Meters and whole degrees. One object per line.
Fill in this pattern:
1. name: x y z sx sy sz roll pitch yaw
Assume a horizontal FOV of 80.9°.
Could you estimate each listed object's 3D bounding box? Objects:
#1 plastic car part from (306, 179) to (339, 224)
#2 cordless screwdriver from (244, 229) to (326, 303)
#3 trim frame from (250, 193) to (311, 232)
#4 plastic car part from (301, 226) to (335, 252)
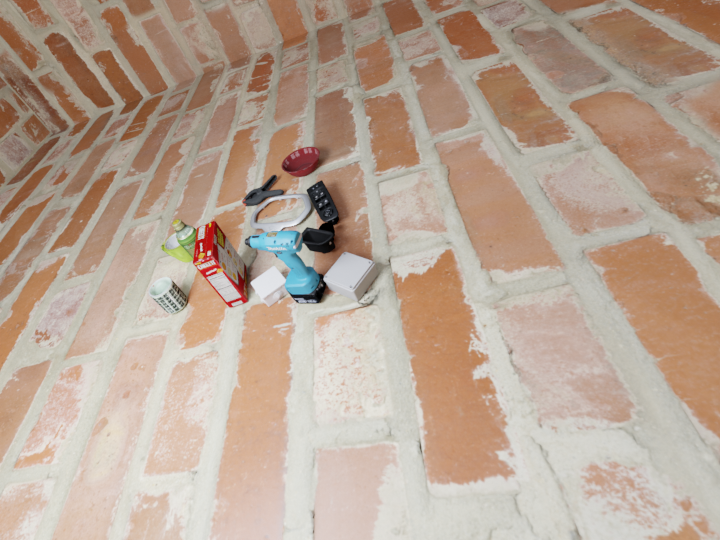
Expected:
1. plastic car part: -0.121 -0.217 1.413 0.066 0.064 0.213 -26 44 -1
2. cordless screwdriver: -0.197 -0.012 1.134 0.165 0.236 0.075 1 49 25
3. trim frame: -0.286 -0.207 1.510 0.258 0.026 0.186 0 50 25
4. plastic car part: -0.126 -0.082 1.288 0.123 0.067 0.066 14 56 34
